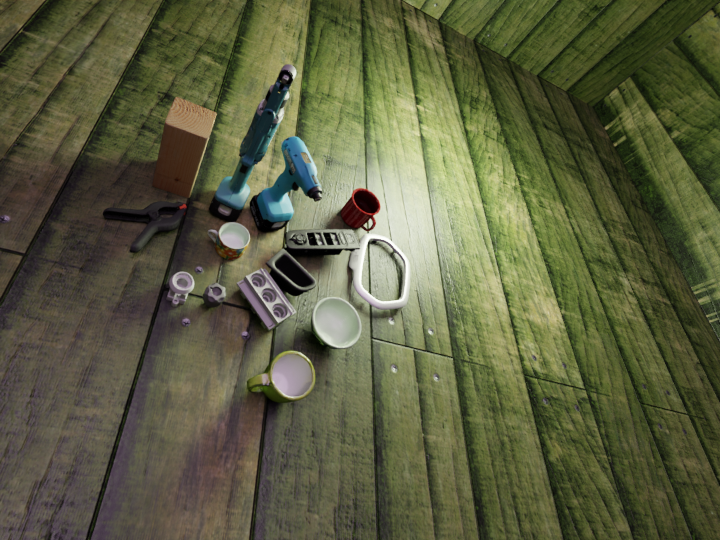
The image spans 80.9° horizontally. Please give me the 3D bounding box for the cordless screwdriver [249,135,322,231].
[{"bbox_3d":[-0.172,-0.171,0.987,0.071,0.251,0.164,-10,67,-37],"label":"cordless screwdriver"}]

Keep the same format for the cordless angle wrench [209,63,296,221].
[{"bbox_3d":[-0.227,-0.258,0.896,0.072,0.427,0.100,26,51,-18],"label":"cordless angle wrench"}]

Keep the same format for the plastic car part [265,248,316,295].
[{"bbox_3d":[-0.167,0.019,0.978,0.117,0.071,0.065,44,48,2],"label":"plastic car part"}]

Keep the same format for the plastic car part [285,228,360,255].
[{"bbox_3d":[-0.105,-0.069,1.077,0.194,0.067,0.068,0,61,-31],"label":"plastic car part"}]

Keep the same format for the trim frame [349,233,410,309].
[{"bbox_3d":[0.055,0.000,1.150,0.179,0.028,0.253,23,50,-15],"label":"trim frame"}]
